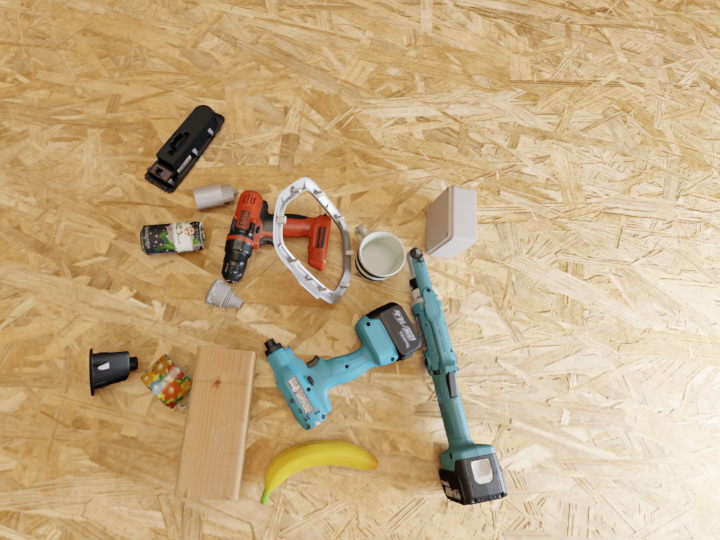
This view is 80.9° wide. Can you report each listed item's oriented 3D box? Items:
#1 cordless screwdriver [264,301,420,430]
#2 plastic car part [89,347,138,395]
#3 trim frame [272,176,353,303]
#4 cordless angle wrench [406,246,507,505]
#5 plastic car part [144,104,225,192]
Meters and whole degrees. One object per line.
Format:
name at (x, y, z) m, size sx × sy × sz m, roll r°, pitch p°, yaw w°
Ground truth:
cordless screwdriver at (-0.034, 0.136, 0.730) m, size 0.246 × 0.073 × 0.163 m, roll -32°, pitch 78°, yaw -12°
plastic car part at (-0.390, 0.153, 0.666) m, size 0.068 × 0.119 × 0.067 m, roll -3°, pitch 73°, yaw -36°
trim frame at (-0.070, -0.046, 0.721) m, size 0.029 × 0.235 × 0.187 m, roll -3°, pitch 57°, yaw 28°
cordless angle wrench at (0.141, 0.158, 0.740) m, size 0.073 × 0.097 × 0.435 m, roll -6°, pitch 68°, yaw -12°
plastic car part at (-0.347, -0.255, 0.836) m, size 0.067 × 0.066 × 0.203 m, roll 27°, pitch 67°, yaw 7°
